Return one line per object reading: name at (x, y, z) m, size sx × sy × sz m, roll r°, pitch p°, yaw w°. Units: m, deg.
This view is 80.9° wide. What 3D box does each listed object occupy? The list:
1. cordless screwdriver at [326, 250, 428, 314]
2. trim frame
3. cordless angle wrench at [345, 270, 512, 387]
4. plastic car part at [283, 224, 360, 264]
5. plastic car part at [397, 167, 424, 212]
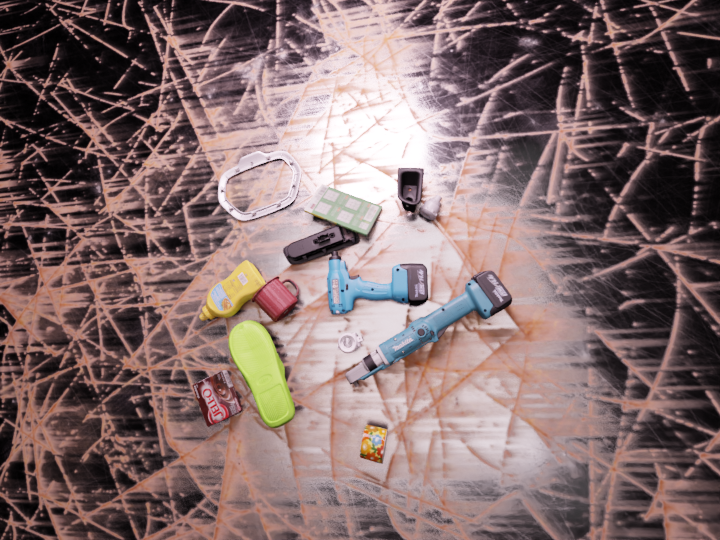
cordless screwdriver at (0.038, 0.019, 1.044) m, size 0.254 × 0.072 × 0.161 m, roll -7°, pitch 77°, yaw 13°
trim frame at (-0.285, -0.242, 1.183) m, size 0.251 × 0.027 × 0.188 m, roll -20°, pitch 74°, yaw 8°
cordless angle wrench at (0.146, 0.147, 0.998) m, size 0.424 × 0.072 × 0.101 m, roll -32°, pitch 76°, yaw 5°
plastic car part at (-0.107, -0.070, 1.097) m, size 0.205 × 0.066 × 0.067 m, roll -21°, pitch 84°, yaw 8°
plastic car part at (0.125, -0.197, 1.073) m, size 0.067 × 0.068 × 0.119 m, roll 3°, pitch 63°, yaw 9°
